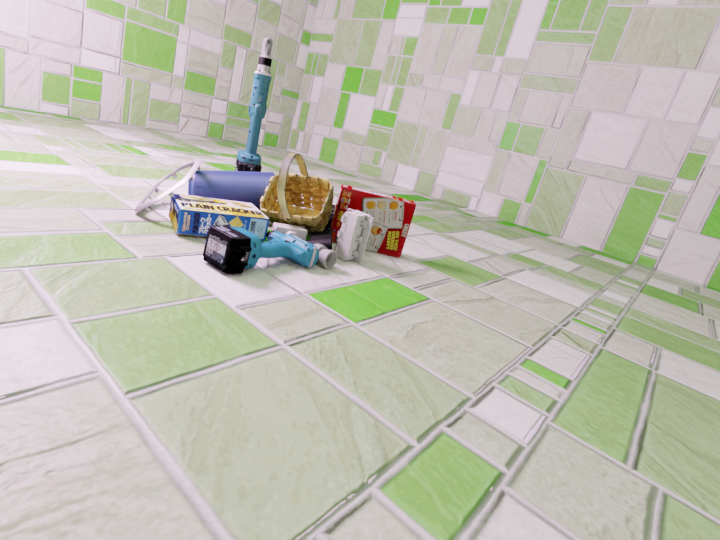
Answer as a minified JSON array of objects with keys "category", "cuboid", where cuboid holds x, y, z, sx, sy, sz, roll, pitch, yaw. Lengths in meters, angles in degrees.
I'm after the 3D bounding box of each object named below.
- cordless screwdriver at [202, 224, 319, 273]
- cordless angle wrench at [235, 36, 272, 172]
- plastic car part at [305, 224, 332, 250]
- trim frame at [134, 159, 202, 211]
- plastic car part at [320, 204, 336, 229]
[{"category":"cordless screwdriver","cuboid":[-0.224,-0.055,0.915,0.168,0.074,0.237,27,18,35]},{"category":"cordless angle wrench","cuboid":[-0.325,-0.506,1.329,0.072,0.418,0.102,7,18,-23]},{"category":"plastic car part","cuboid":[-0.105,-0.069,1.075,0.071,0.064,0.118,-1,21,1]},{"category":"trim frame","cuboid":[-0.494,-0.221,1.094,0.186,0.026,0.257,-24,33,11]},{"category":"plastic car part","cuboid":[-0.114,-0.154,1.293,0.068,0.066,0.199,29,25,12]}]
